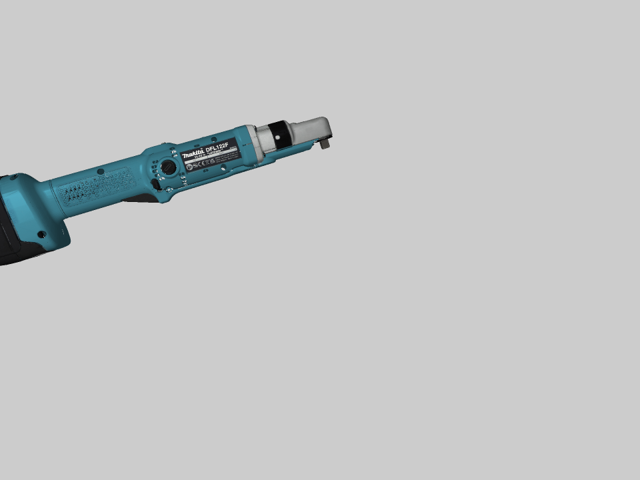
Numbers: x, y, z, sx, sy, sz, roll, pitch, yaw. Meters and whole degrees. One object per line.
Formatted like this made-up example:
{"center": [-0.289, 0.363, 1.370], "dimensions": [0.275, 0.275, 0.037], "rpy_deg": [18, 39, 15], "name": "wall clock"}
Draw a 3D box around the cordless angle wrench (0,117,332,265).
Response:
{"center": [-0.183, -0.083, 0.513], "dimensions": [0.422, 0.098, 0.074], "rpy_deg": [-20, 9, -13], "name": "cordless angle wrench"}
